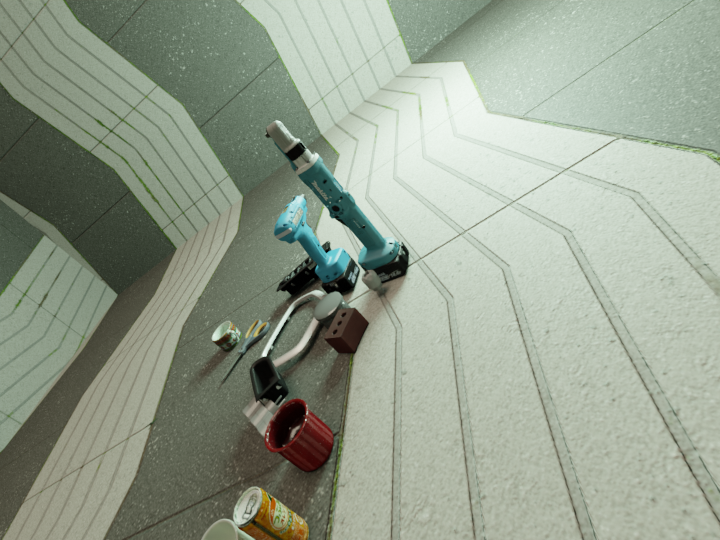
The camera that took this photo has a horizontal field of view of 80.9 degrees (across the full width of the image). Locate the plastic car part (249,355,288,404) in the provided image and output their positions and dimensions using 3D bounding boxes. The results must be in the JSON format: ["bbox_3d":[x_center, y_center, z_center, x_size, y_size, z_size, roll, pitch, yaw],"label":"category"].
[{"bbox_3d":[-0.187,0.236,0.893,0.066,0.068,0.121,-43,26,-4],"label":"plastic car part"}]

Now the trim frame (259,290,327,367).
[{"bbox_3d":[-0.164,0.143,1.047,0.191,0.026,0.250,-17,36,40],"label":"trim frame"}]

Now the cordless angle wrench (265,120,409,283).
[{"bbox_3d":[-0.047,-0.143,0.892,0.101,0.407,0.075,-25,28,34],"label":"cordless angle wrench"}]

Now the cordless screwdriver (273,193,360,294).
[{"bbox_3d":[-0.101,-0.066,1.036,0.076,0.239,0.161,-27,28,31],"label":"cordless screwdriver"}]

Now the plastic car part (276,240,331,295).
[{"bbox_3d":[-0.151,0.002,1.194,0.205,0.064,0.068,-35,25,13],"label":"plastic car part"}]
